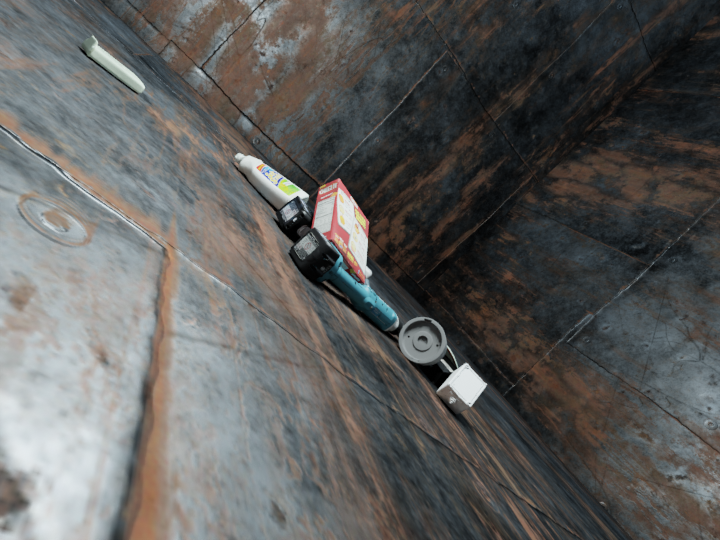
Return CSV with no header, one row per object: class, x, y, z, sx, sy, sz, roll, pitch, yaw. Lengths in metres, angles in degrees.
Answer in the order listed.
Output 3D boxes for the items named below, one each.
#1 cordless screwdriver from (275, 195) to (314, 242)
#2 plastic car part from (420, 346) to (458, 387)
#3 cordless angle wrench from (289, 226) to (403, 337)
cordless screwdriver,-0.106,-0.069,1.080,0.235,0.075,0.167,46,10,-46
plastic car part,0.170,0.224,1.040,0.064,0.066,0.213,12,24,-29
cordless angle wrench,0.006,0.061,0.947,0.400,0.074,0.103,44,5,-39
